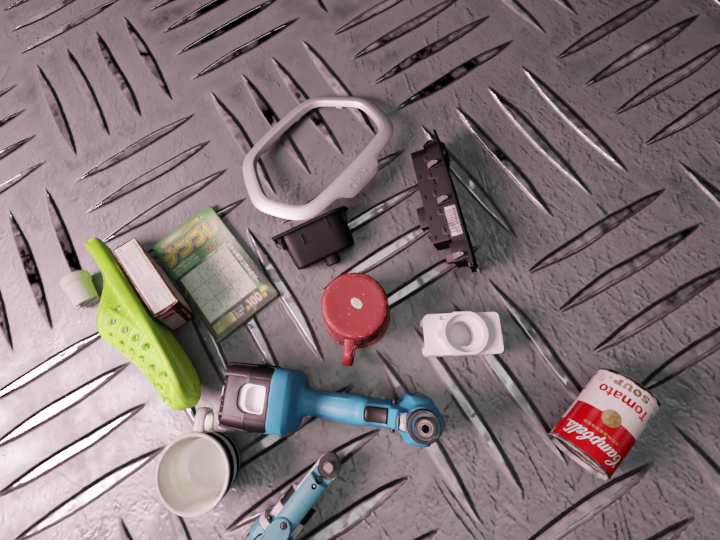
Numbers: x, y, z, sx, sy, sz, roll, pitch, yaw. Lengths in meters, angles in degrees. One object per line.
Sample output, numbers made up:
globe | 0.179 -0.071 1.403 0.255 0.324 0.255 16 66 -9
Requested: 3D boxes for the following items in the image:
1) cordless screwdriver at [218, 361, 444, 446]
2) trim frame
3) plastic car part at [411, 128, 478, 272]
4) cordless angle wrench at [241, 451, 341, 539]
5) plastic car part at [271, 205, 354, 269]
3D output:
cordless screwdriver | -0.036 0.154 0.474 0.253 0.155 0.075 5 76 8
trim frame | -0.064 -0.174 0.626 0.192 0.026 0.247 33 71 24
plastic car part | 0.112 -0.095 0.587 0.069 0.063 0.207 -15 72 26
cordless angle wrench | -0.162 0.378 0.462 0.076 0.096 0.421 38 76 12
plastic car part | -0.058 -0.038 0.590 0.116 0.066 0.071 -22 89 -5
